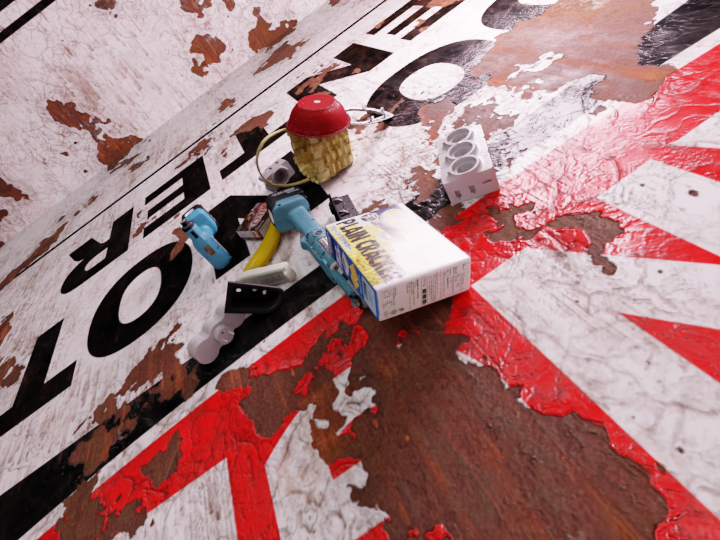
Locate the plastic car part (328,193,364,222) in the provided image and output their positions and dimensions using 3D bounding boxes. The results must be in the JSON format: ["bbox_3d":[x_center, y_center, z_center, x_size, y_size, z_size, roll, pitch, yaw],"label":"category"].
[{"bbox_3d":[-0.026,-0.110,0.894,0.067,0.063,0.213,-26,39,-3],"label":"plastic car part"}]

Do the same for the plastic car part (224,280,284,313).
[{"bbox_3d":[-0.221,0.049,0.869,0.074,0.113,0.065,-144,61,-65],"label":"plastic car part"}]

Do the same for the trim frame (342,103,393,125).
[{"bbox_3d":[-0.021,-0.422,1.141,0.193,0.027,0.243,18,36,28],"label":"trim frame"}]

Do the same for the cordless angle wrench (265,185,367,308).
[{"bbox_3d":[-0.085,-0.056,0.873,0.096,0.071,0.447,-22,39,-18],"label":"cordless angle wrench"}]

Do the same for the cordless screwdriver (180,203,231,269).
[{"bbox_3d":[-0.433,-0.112,1.133,0.074,0.151,0.262,-40,36,-5],"label":"cordless screwdriver"}]
